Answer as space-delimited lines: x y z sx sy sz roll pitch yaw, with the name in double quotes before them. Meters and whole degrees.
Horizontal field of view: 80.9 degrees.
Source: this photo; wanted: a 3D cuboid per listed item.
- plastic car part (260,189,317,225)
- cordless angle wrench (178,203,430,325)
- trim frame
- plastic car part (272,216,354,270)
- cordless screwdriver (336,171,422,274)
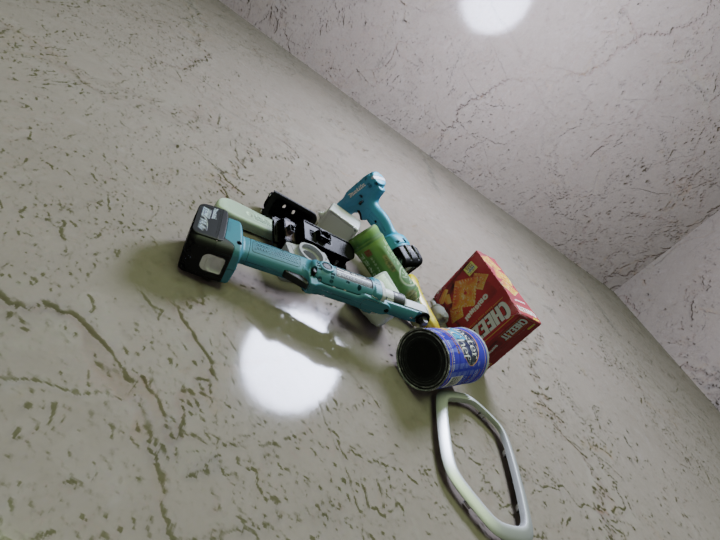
"plastic car part" -0.155 -0.125 0.879 0.110 0.066 0.075 23 16 -37
"cordless angle wrench" -0.067 0.013 0.676 0.409 0.074 0.101 19 31 -19
"trim frame" 0.191 0.292 0.664 0.181 0.027 0.252 32 24 -9
"plastic car part" -0.080 -0.052 0.814 0.191 0.068 0.069 28 40 -48
"cordless screwdriver" 0.028 -0.090 0.990 0.071 0.162 0.256 0 60 -49
